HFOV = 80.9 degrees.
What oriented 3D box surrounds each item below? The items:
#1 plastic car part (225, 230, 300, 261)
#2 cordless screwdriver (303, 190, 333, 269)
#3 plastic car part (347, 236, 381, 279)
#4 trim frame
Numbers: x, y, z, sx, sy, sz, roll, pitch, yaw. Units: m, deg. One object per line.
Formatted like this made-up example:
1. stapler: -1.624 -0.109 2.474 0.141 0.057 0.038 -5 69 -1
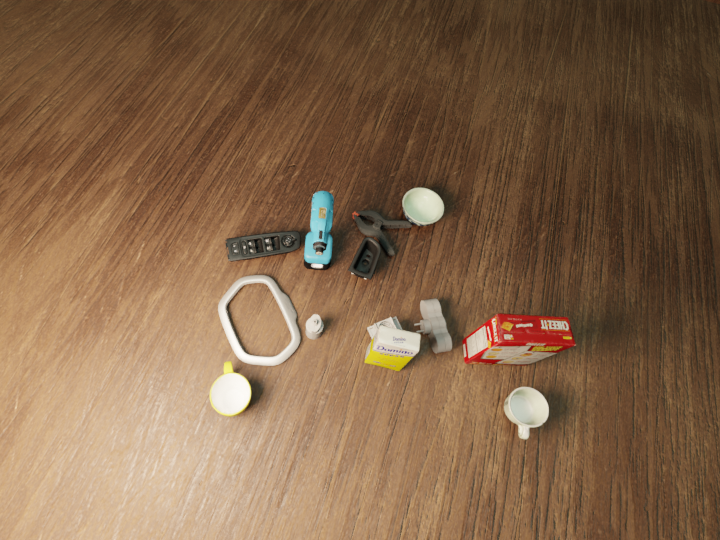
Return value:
1. plastic car part: -0.260 -0.061 1.153 0.200 0.066 0.068 -11 65 -9
2. cordless screwdriver: -0.104 -0.068 1.065 0.074 0.244 0.163 5 64 -6
3. plastic car part: 0.014 -0.025 1.147 0.067 0.069 0.117 22 63 5
4. trim frame: -0.256 0.124 1.078 0.181 0.027 0.258 -25 67 -15
